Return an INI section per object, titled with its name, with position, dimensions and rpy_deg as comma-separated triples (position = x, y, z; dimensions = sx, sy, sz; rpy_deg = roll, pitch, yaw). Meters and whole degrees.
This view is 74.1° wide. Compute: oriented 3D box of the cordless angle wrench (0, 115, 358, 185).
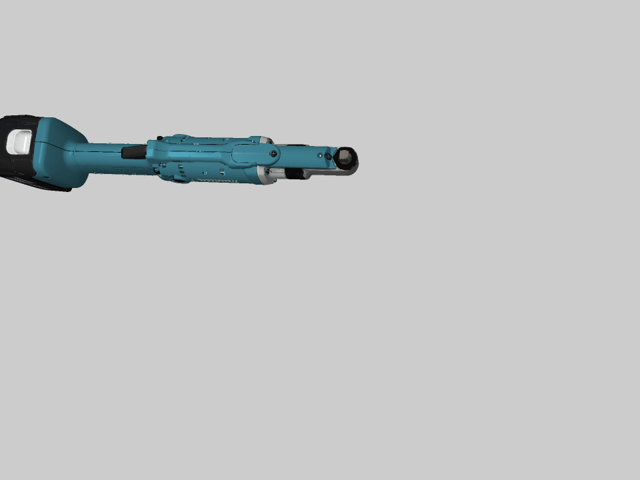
[cordless angle wrench]
position = -0.167, -0.096, 0.500
dimensions = 0.423, 0.074, 0.098
rpy_deg = 3, -7, 9
